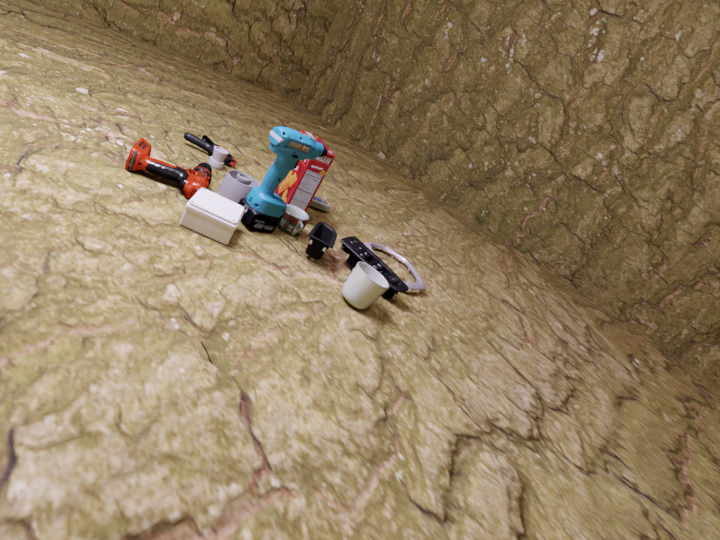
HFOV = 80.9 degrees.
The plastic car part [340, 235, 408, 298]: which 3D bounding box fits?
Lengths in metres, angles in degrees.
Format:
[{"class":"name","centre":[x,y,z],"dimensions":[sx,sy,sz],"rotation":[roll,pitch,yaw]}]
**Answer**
[{"class":"plastic car part","centre":[0.025,-0.002,1.046],"dimensions":[0.212,0.067,0.063],"rotation":[40,23,24]}]

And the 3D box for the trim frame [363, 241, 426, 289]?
[{"class":"trim frame","centre":[0.090,-0.014,1.207],"dimensions":[0.177,0.027,0.258],"rotation":[20,23,-22]}]

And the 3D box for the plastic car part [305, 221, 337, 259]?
[{"class":"plastic car part","centre":[-0.100,-0.066,1.026],"dimensions":[0.066,0.071,0.117],"rotation":[29,21,-5]}]

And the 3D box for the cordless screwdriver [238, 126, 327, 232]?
[{"class":"cordless screwdriver","centre":[-0.183,-0.209,1.001],"dimensions":[0.151,0.248,0.078],"rotation":[4,34,-49]}]
